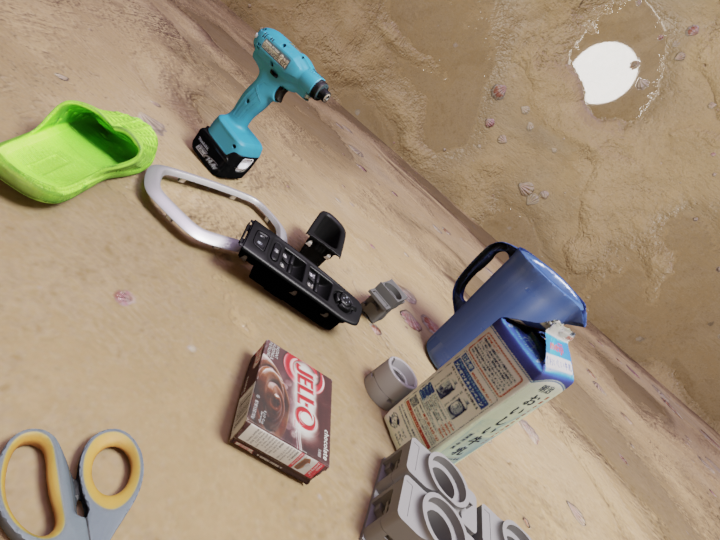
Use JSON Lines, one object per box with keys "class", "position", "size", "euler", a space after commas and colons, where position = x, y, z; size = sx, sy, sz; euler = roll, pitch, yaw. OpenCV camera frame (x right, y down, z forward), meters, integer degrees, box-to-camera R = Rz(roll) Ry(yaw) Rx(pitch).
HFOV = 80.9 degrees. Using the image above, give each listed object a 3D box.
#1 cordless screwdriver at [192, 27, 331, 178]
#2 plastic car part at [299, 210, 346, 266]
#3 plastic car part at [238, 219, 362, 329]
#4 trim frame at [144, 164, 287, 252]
{"class": "cordless screwdriver", "position": [-0.168, -0.258, 0.714], "size": [0.163, 0.250, 0.072], "euler": [48, 24, 13]}
{"class": "plastic car part", "position": [-0.069, -0.045, 0.711], "size": [0.065, 0.071, 0.118], "euler": [37, 23, -11]}
{"class": "plastic car part", "position": [-0.084, 0.021, 0.571], "size": [0.197, 0.067, 0.068], "euler": [34, 24, -16]}
{"class": "trim frame", "position": [-0.205, -0.087, 0.633], "size": [0.235, 0.028, 0.193], "euler": [11, 36, -49]}
